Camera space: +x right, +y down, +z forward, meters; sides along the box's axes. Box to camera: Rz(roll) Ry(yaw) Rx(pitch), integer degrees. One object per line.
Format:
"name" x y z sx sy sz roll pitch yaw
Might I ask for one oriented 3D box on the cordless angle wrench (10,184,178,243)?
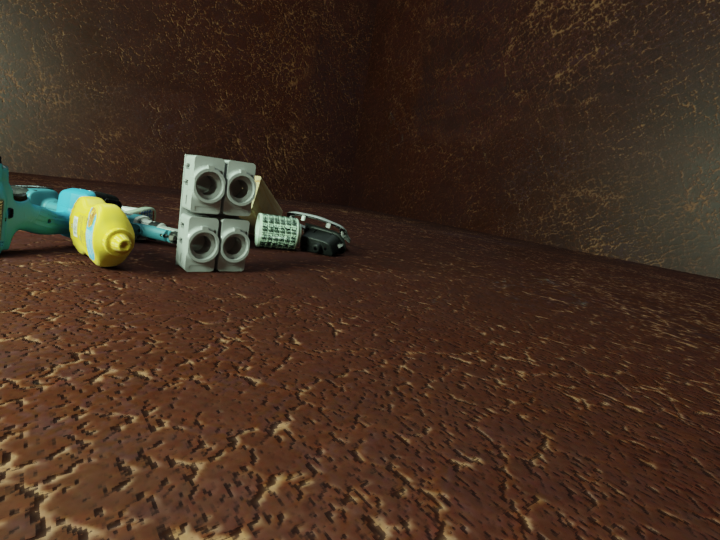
"cordless angle wrench" -0.564 -0.112 0.911 0.433 0.074 0.096 13 11 13

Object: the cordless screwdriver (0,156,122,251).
"cordless screwdriver" -0.519 -0.113 0.704 0.076 0.158 0.243 11 9 13

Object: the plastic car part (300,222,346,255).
"plastic car part" -0.101 -0.066 1.036 0.122 0.064 0.069 16 27 24

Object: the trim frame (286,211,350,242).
"trim frame" -0.114 -0.114 1.158 0.184 0.028 0.247 18 -8 -2
